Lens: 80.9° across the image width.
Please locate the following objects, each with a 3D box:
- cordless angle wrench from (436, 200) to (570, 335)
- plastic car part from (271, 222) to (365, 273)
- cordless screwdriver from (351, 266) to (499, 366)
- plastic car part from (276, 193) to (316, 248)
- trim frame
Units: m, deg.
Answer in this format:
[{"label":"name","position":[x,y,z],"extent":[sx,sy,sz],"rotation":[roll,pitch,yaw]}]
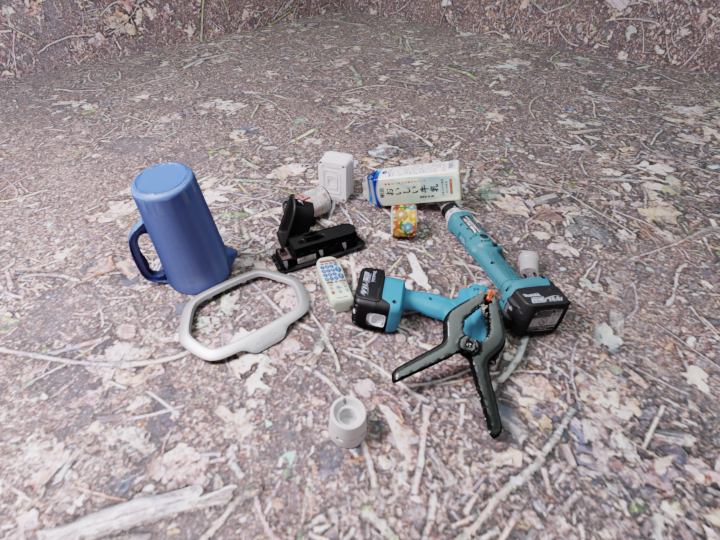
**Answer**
[{"label":"cordless angle wrench","position":[0.251,-0.048,0.874],"extent":[0.096,0.072,0.442],"rotation":[-5,38,-14]},{"label":"plastic car part","position":[-0.088,-0.058,0.905],"extent":[0.198,0.065,0.070],"rotation":[-15,36,-19]},{"label":"cordless screwdriver","position":[0.110,0.079,0.730],"extent":[0.251,0.072,0.162],"rotation":[7,41,4]},{"label":"plastic car part","position":[-0.134,-0.107,0.932],"extent":[0.068,0.116,0.069],"rotation":[8,35,-30]},{"label":"trim frame","position":[-0.213,0.075,0.779],"extent":[0.242,0.027,0.195],"rotation":[-27,46,-29]}]
